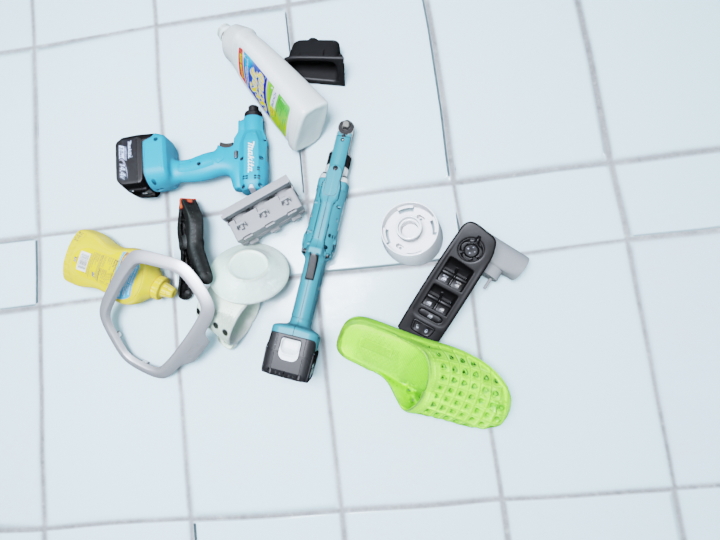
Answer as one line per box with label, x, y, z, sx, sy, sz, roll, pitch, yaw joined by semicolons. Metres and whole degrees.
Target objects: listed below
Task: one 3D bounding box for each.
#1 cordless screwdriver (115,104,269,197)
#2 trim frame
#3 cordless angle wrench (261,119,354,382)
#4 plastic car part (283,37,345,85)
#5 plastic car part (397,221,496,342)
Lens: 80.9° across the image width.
cordless screwdriver;-0.282;-0.204;0.725;0.249;0.073;0.161;-3;79;1
trim frame;-0.324;0.074;0.670;0.185;0.027;0.250;42;115;2
cordless angle wrench;-0.067;-0.044;0.684;0.075;0.096;0.425;12;81;3
plastic car part;-0.080;-0.371;0.734;0.118;0.064;0.072;10;71;8
plastic car part;0.137;0.019;0.650;0.068;0.066;0.202;32;112;11
